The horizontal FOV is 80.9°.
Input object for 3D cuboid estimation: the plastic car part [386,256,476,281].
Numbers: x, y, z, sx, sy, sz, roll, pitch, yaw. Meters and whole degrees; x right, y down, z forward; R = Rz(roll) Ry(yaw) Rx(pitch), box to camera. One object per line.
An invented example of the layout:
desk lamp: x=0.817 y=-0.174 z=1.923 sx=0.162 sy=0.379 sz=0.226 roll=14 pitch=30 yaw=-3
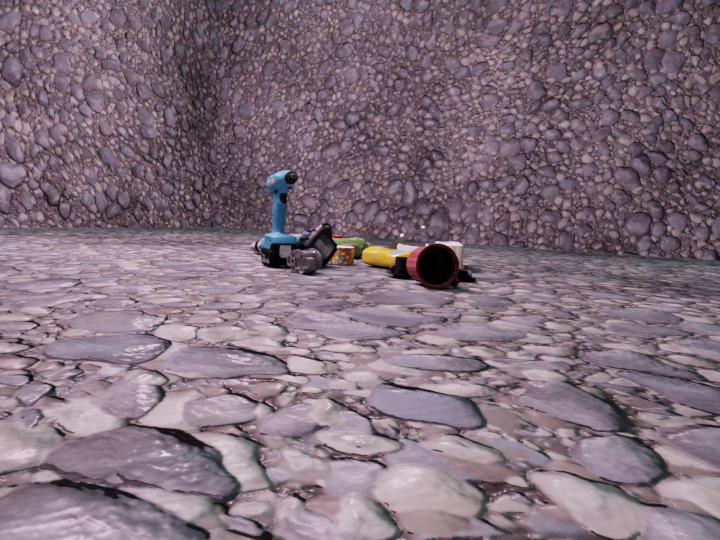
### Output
plastic car part: x=0.165 y=-0.005 z=1.000 sx=0.203 sy=0.066 sz=0.067 roll=0 pitch=12 yaw=-1

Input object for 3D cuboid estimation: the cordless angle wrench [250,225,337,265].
cordless angle wrench: x=-0.234 y=-0.073 z=1.279 sx=0.443 sy=0.074 sz=0.094 roll=4 pitch=-40 yaw=52

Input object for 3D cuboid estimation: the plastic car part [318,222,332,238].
plastic car part: x=-0.123 y=-0.081 z=1.261 sx=0.069 sy=0.115 sz=0.069 roll=5 pitch=11 yaw=24

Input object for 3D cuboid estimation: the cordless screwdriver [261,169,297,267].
cordless screwdriver: x=-0.200 y=-0.132 z=1.087 sx=0.071 sy=0.249 sz=0.165 roll=1 pitch=0 yaw=-28

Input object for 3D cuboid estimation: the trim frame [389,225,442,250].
trim frame: x=0.173 y=-0.087 z=1.355 sx=0.186 sy=0.028 sz=0.239 roll=-24 pitch=-16 yaw=8
